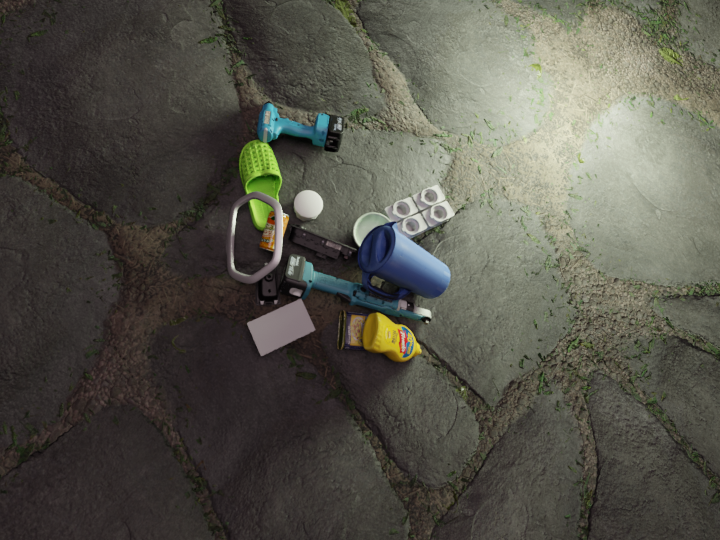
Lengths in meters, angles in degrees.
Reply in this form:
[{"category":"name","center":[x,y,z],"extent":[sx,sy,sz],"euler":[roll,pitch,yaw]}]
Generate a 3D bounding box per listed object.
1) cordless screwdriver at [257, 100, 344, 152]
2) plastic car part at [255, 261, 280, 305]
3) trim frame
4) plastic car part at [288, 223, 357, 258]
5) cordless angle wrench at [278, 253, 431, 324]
[{"category":"cordless screwdriver","center":[-0.175,-0.431,1.241],"extent":[0.245,0.073,0.164],"euler":[5,53,-8]},{"category":"plastic car part","center":[-0.242,0.030,1.107],"extent":[0.064,0.071,0.118],"euler":[-1,79,-16]},{"category":"trim frame","center":[-0.282,-0.089,1.107],"extent":[0.190,0.026,0.252],"euler":[-6,78,22]},{"category":"plastic car part","center":[-0.114,-0.075,1.167],"extent":[0.202,0.067,0.067],"euler":[26,98,-3]},{"category":"cordless angle wrench","center":[-0.004,0.065,1.131],"extent":[0.416,0.074,0.100],"euler":[17,49,-9]}]
